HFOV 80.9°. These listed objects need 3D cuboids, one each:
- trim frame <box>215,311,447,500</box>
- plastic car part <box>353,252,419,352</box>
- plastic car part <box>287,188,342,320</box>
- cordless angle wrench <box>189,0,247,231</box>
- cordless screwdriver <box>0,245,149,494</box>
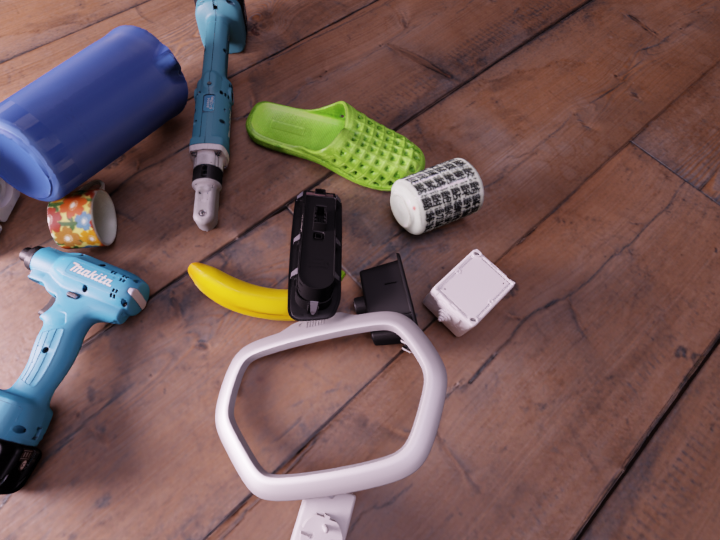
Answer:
[{"bbox_3d":[-0.036,0.128,0.439,0.252,0.026,0.191,-17,56,9],"label":"trim frame"},{"bbox_3d":[0.029,0.044,0.510,0.071,0.063,0.120,-15,63,3],"label":"plastic car part"},{"bbox_3d":[-0.050,-0.033,0.516,0.065,0.066,0.209,9,53,-12],"label":"plastic car part"},{"bbox_3d":[-0.215,-0.256,0.624,0.074,0.096,0.433,-2,67,-5],"label":"cordless angle wrench"},{"bbox_3d":[-0.362,0.088,0.454,0.161,0.073,0.251,19,60,5],"label":"cordless screwdriver"}]
